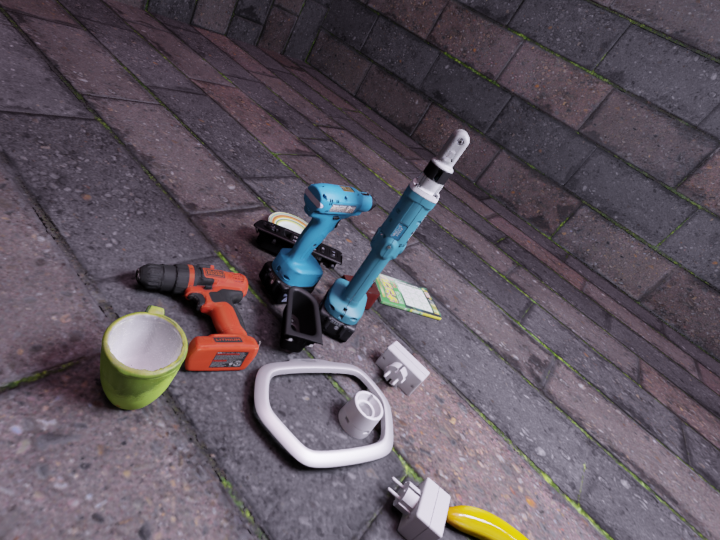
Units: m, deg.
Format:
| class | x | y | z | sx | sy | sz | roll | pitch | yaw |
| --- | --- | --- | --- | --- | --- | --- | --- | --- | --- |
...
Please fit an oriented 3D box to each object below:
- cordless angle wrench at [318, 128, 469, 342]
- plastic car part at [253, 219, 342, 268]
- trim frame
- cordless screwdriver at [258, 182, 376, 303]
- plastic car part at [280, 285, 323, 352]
| class | x | y | z | sx | sy | sz | roll | pitch | yaw |
| --- | --- | --- | --- | --- | --- | --- | --- | --- | --- |
| cordless angle wrench | 0.049 | -0.050 | 0.722 | 0.074 | 0.423 | 0.099 | 31 | 28 | -6 |
| plastic car part | -0.141 | -0.050 | 0.915 | 0.200 | 0.067 | 0.067 | 27 | 29 | -8 |
| trim frame | -0.049 | 0.204 | 0.640 | 0.236 | 0.027 | 0.194 | 7 | 36 | -36 |
| cordless screwdriver | -0.077 | -0.050 | 0.785 | 0.152 | 0.248 | 0.078 | -3 | 45 | -48 |
| plastic car part | -0.110 | 0.091 | 0.717 | 0.064 | 0.071 | 0.121 | 20 | 30 | -22 |
